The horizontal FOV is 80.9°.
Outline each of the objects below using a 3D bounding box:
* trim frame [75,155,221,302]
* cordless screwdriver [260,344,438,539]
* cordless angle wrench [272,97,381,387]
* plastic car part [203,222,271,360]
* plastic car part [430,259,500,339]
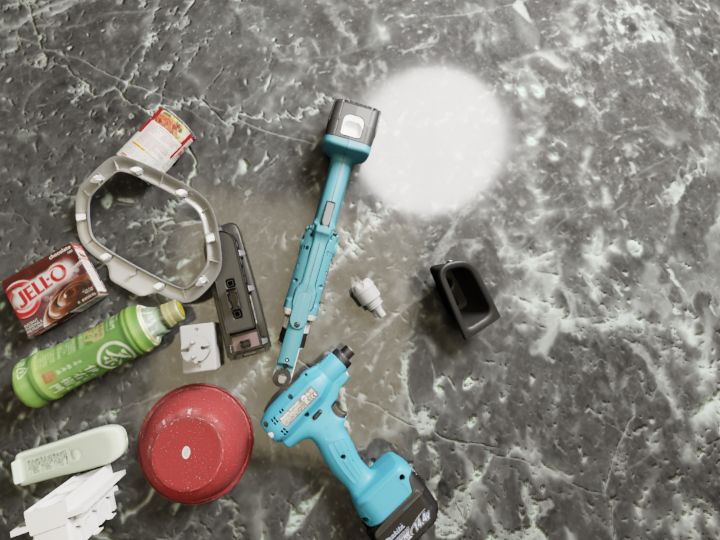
[{"bbox_3d":[-0.306,-0.054,0.600,0.252,0.027,0.183,27,108,7],"label":"trim frame"},{"bbox_3d":[0.001,0.238,0.583,0.158,0.074,0.251,-44,85,-11],"label":"cordless screwdriver"},{"bbox_3d":[-0.061,-0.040,0.629,0.074,0.098,0.424,15,83,-5],"label":"cordless angle wrench"},{"bbox_3d":[-0.189,0.026,0.618,0.066,0.066,0.206,-16,79,-2],"label":"plastic car part"},{"bbox_3d":[0.144,0.031,0.632,0.065,0.073,0.114,-30,101,-11],"label":"plastic car part"}]
